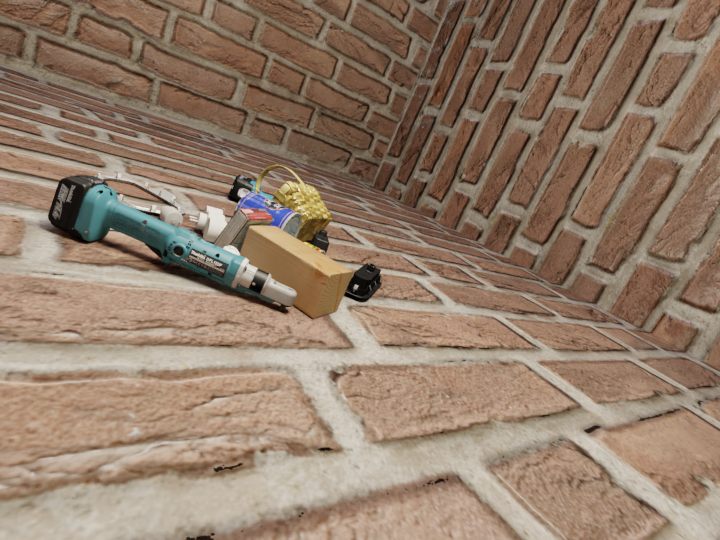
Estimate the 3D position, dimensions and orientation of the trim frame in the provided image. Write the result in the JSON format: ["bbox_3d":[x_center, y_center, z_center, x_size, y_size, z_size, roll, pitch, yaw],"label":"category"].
[{"bbox_3d":[-0.533,-0.185,1.014,0.258,0.027,0.178,26,15,19],"label":"trim frame"}]

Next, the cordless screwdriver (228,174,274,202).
[{"bbox_3d":[-0.294,-0.218,1.352,0.243,0.074,0.164,22,15,-14],"label":"cordless screwdriver"}]

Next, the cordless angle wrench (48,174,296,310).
[{"bbox_3d":[-0.304,-0.038,0.723,0.420,0.097,0.075,24,12,-4],"label":"cordless angle wrench"}]

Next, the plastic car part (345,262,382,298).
[{"bbox_3d":[0.013,0.021,1.001,0.067,0.067,0.200,32,20,7],"label":"plastic car part"}]

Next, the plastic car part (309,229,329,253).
[{"bbox_3d":[-0.109,-0.071,1.115,0.065,0.070,0.119,21,18,-12],"label":"plastic car part"}]
